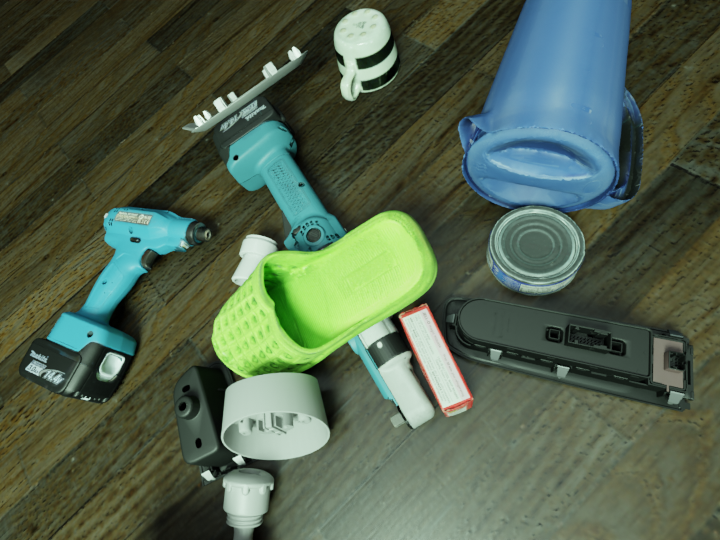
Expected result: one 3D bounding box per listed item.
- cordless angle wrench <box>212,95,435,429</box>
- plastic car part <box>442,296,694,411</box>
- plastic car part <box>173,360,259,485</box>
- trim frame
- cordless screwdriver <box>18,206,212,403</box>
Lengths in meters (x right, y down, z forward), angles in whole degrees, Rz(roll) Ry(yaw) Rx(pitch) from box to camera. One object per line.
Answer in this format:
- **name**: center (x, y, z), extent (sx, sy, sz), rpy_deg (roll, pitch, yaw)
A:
- **cordless angle wrench**: center (-0.047, -0.031, 0.479), extent (0.098, 0.071, 0.441), rpy_deg (-34, 64, 3)
- **plastic car part**: center (0.172, 0.064, 0.371), extent (0.211, 0.064, 0.067), rpy_deg (9, 77, 24)
- **plastic car part**: center (-0.161, 0.150, 0.434), extent (0.066, 0.068, 0.121), rpy_deg (-28, 65, 2)
- **trim frame**: center (-0.150, -0.233, 0.550), extent (0.185, 0.026, 0.258), rpy_deg (-34, 28, 5)
- **cordless screwdriver**: center (-0.292, 0.033, 0.528), extent (0.165, 0.071, 0.252), rpy_deg (6, 66, 19)
